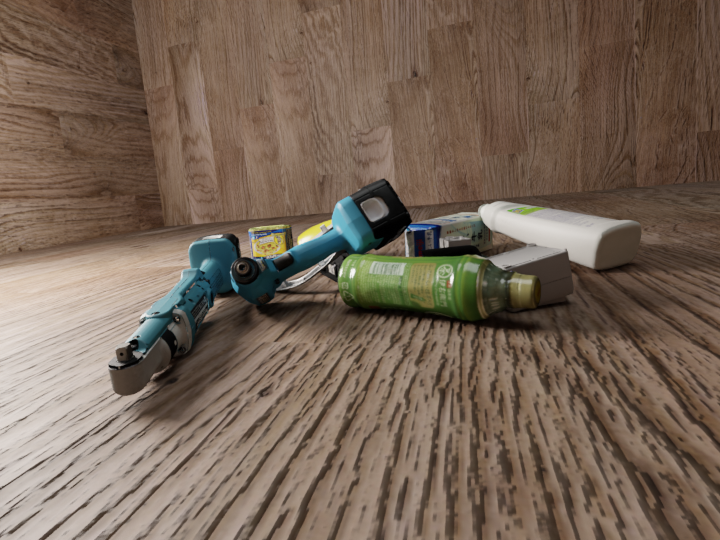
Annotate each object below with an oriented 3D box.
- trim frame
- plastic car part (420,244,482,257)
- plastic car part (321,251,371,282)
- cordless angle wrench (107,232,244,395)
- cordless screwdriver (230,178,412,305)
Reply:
[{"bbox_3d":[-0.058,-0.048,0.729,0.246,0.027,0.192,-39,22,-17],"label":"trim frame"},{"bbox_3d":[0.112,0.002,0.599,0.112,0.066,0.073,-10,-4,-39],"label":"plastic car part"},{"bbox_3d":[-0.018,-0.011,0.715,0.065,0.066,0.210,-1,12,-18],"label":"plastic car part"},{"bbox_3d":[-0.215,0.035,0.537,0.074,0.096,0.432,-7,15,-6],"label":"cordless angle wrench"},{"bbox_3d":[-0.055,-0.036,0.558,0.247,0.076,0.157,-29,-8,-9],"label":"cordless screwdriver"}]
